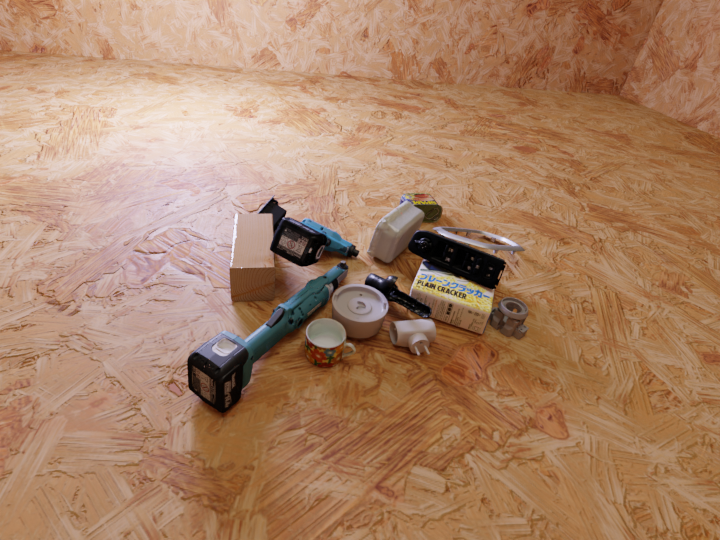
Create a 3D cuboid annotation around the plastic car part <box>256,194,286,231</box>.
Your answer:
[{"bbox_3d":[-0.230,-0.132,1.097,0.071,0.065,0.117,24,40,-1],"label":"plastic car part"}]

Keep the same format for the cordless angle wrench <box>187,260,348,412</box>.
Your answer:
[{"bbox_3d":[-0.135,0.086,0.791,0.077,0.096,0.415,23,35,20],"label":"cordless angle wrench"}]

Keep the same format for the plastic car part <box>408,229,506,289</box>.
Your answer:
[{"bbox_3d":[0.204,-0.036,0.905,0.212,0.065,0.065,24,29,24],"label":"plastic car part"}]

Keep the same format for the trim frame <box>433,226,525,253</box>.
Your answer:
[{"bbox_3d":[0.295,-0.078,1.058,0.237,0.027,0.195,-3,23,-37],"label":"trim frame"}]

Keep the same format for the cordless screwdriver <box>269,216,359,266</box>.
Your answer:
[{"bbox_3d":[-0.092,-0.060,0.937,0.162,0.074,0.245,26,12,6],"label":"cordless screwdriver"}]
